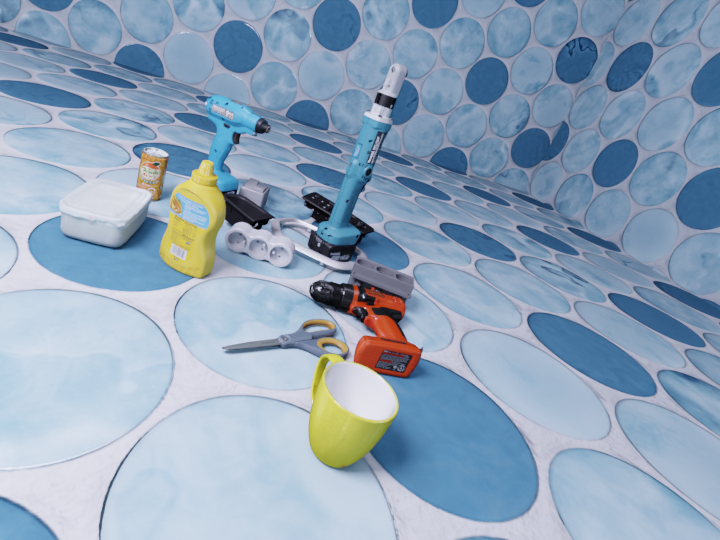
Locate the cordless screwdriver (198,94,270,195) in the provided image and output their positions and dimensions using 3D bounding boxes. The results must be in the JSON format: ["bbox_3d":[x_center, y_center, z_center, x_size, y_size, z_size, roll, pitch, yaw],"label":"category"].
[{"bbox_3d":[-0.294,-0.248,0.945,0.165,0.246,0.072,29,24,18],"label":"cordless screwdriver"}]

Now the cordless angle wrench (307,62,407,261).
[{"bbox_3d":[0.000,-0.214,0.885,0.093,0.419,0.078,-3,34,-45],"label":"cordless angle wrench"}]

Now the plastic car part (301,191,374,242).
[{"bbox_3d":[-0.063,-0.131,1.094,0.211,0.066,0.064,29,25,19],"label":"plastic car part"}]

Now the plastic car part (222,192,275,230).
[{"bbox_3d":[-0.251,-0.111,0.905,0.122,0.070,0.063,33,26,26],"label":"plastic car part"}]

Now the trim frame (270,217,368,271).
[{"bbox_3d":[-0.095,-0.062,0.972,0.253,0.027,0.183,23,24,8],"label":"trim frame"}]
